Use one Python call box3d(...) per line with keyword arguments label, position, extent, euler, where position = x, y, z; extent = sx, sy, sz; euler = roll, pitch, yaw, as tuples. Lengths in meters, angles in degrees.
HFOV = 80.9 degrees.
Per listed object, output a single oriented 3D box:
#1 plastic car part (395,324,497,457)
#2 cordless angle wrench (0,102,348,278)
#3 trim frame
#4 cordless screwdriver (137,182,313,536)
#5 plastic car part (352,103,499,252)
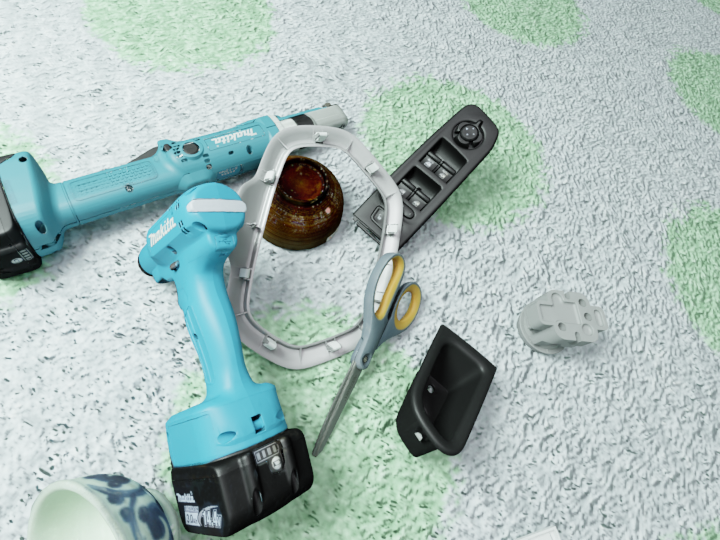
box3d(label="plastic car part", position=(0.067, 0.119, 0.389), extent=(0.067, 0.071, 0.115), euler=(38, 45, 6))
box3d(label="cordless angle wrench", position=(-0.188, -0.118, 0.466), extent=(0.413, 0.074, 0.101), euler=(-26, 72, -25))
box3d(label="trim frame", position=(-0.041, -0.027, 0.422), extent=(0.178, 0.028, 0.250), euler=(17, 81, -20))
box3d(label="cordless screwdriver", position=(-0.134, 0.068, 0.354), extent=(0.071, 0.164, 0.253), euler=(-4, 74, -45))
box3d(label="plastic car part", position=(0.083, -0.107, 0.501), extent=(0.068, 0.065, 0.203), euler=(42, 87, 16))
